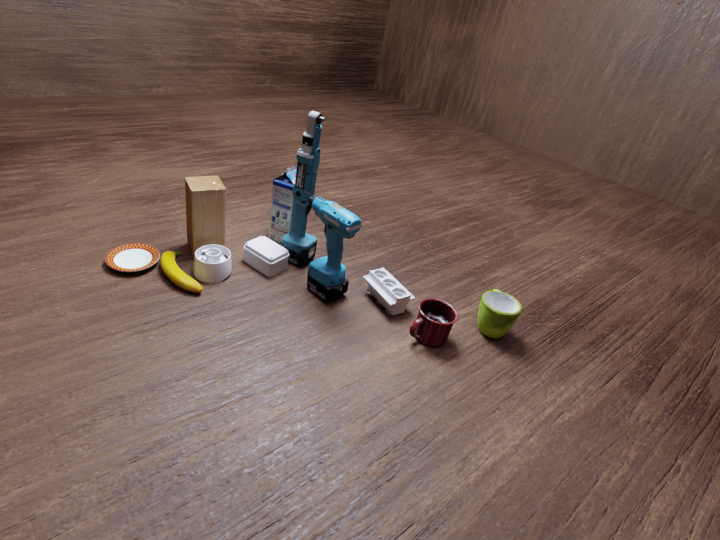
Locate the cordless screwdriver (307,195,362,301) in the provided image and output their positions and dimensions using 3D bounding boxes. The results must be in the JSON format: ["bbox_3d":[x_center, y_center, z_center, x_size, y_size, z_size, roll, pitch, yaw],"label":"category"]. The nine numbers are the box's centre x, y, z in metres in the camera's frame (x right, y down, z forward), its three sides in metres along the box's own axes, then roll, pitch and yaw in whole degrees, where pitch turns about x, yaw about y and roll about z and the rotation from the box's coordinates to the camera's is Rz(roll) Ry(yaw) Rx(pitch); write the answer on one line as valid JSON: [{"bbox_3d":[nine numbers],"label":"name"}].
[{"bbox_3d":[-0.086,-0.057,1.061,0.072,0.244,0.168,-20,44,-41],"label":"cordless screwdriver"}]

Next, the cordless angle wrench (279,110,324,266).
[{"bbox_3d":[-0.149,-0.208,1.118,0.102,0.414,0.073,25,34,19],"label":"cordless angle wrench"}]
